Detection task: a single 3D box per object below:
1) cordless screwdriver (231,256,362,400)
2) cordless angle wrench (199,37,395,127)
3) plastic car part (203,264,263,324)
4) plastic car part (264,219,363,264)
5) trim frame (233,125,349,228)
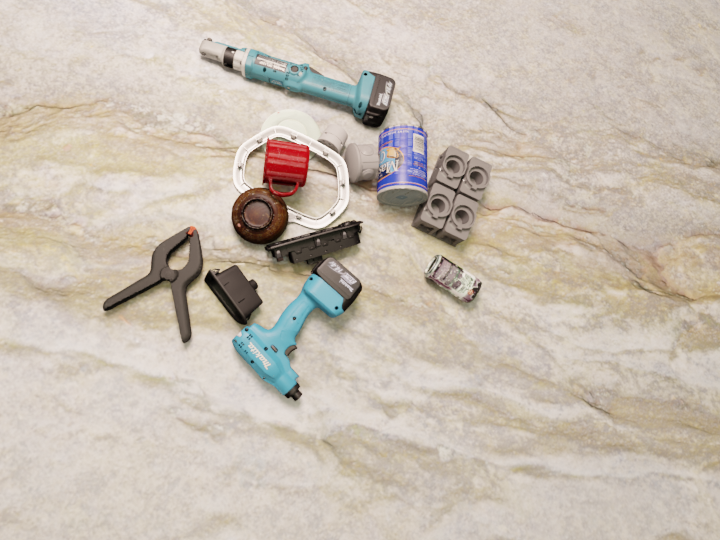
[{"bbox_3d":[-0.096,0.104,0.782,0.247,0.074,0.160,-44,87,-12],"label":"cordless screwdriver"},{"bbox_3d":[-0.141,-0.418,0.910,0.421,0.074,0.099,16,75,-2],"label":"cordless angle wrench"},{"bbox_3d":[-0.228,0.037,0.789,0.070,0.067,0.117,-40,90,-31],"label":"plastic car part"},{"bbox_3d":[-0.081,-0.053,0.829,0.200,0.067,0.067,-21,92,-13],"label":"plastic car part"},{"bbox_3d":[-0.138,-0.189,0.861,0.247,0.028,0.184,28,85,-3],"label":"trim frame"}]
